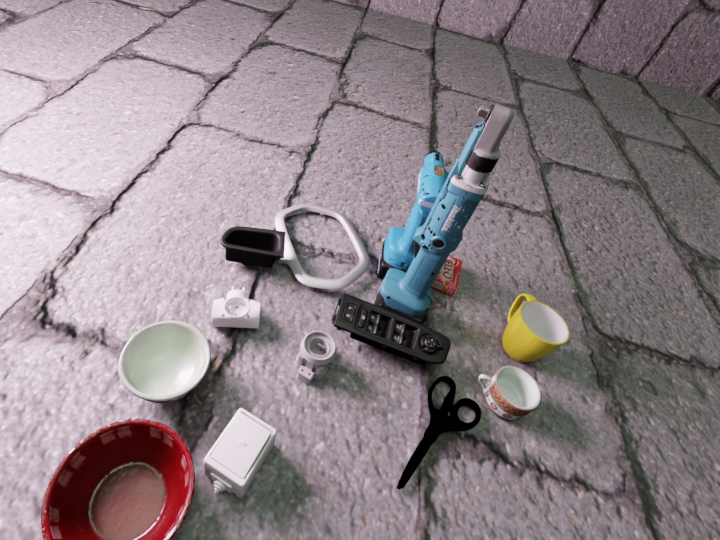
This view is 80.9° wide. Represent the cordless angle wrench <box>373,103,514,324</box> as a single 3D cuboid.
[{"bbox_3d":[0.122,-0.057,0.650,0.099,0.416,0.075,24,46,4],"label":"cordless angle wrench"}]

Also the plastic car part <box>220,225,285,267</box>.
[{"bbox_3d":[-0.203,-0.037,0.795,0.115,0.070,0.068,6,47,-10],"label":"plastic car part"}]

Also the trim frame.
[{"bbox_3d":[-0.085,-0.056,0.869,0.179,0.027,0.260,-10,51,-21],"label":"trim frame"}]

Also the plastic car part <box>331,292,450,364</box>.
[{"bbox_3d":[0.049,0.112,0.717,0.205,0.066,0.067,19,46,4],"label":"plastic car part"}]

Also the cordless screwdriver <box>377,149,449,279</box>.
[{"bbox_3d":[0.103,-0.096,0.801,0.074,0.245,0.162,15,46,-5],"label":"cordless screwdriver"}]
